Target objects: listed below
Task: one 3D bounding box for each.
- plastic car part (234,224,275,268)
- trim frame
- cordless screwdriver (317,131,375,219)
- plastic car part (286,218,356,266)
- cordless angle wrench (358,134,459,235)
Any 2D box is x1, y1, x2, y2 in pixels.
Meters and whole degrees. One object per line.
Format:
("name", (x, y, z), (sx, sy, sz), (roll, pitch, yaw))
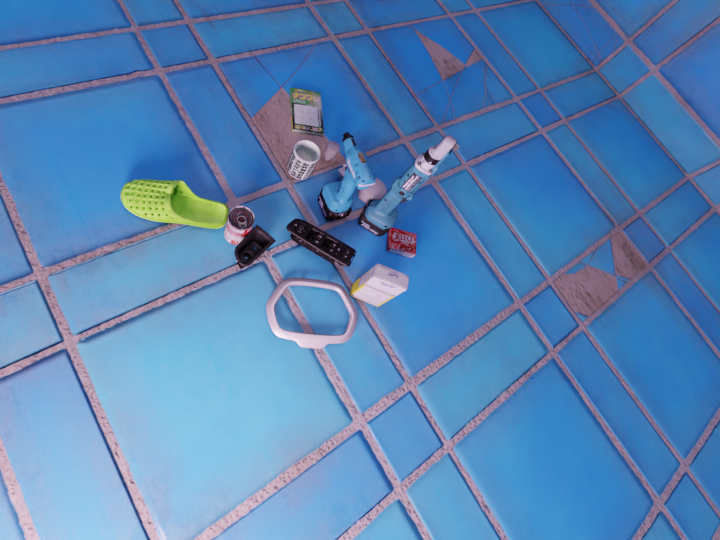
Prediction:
("plastic car part", (-0.287, -0.051, 1.102), (0.066, 0.071, 0.116), (40, 60, -2))
("trim frame", (-0.125, 0.110, 1.110), (0.242, 0.027, 0.188), (7, 64, -16))
("cordless screwdriver", (-0.049, -0.254, 1.177), (0.072, 0.251, 0.163), (-12, 74, -27))
("plastic car part", (-0.115, -0.075, 1.176), (0.202, 0.067, 0.066), (33, 60, -3))
("cordless angle wrench", (0.119, -0.221, 1.120), (0.097, 0.426, 0.074), (34, 60, -8))
